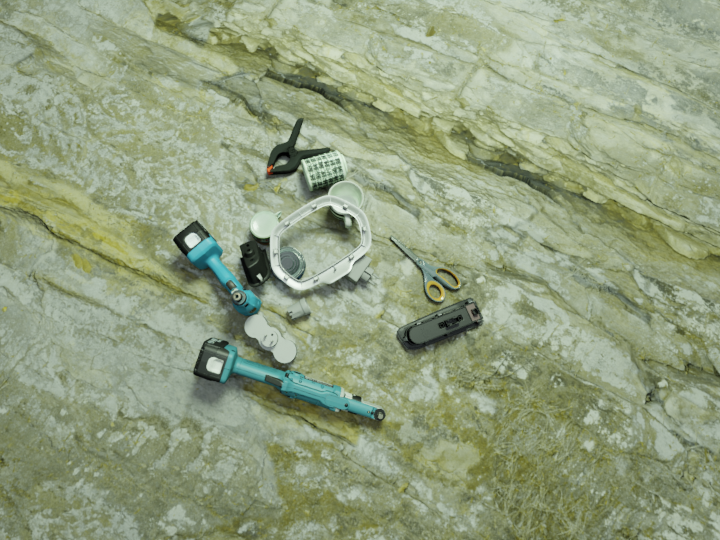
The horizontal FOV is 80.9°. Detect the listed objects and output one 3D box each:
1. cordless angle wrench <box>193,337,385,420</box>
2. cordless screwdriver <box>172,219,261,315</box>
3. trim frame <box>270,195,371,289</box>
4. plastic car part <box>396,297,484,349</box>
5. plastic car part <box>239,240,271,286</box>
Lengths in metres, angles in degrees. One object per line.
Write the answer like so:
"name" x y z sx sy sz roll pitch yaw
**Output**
"cordless angle wrench" -0.149 0.251 0.929 0.423 0.098 0.074 18 86 0
"cordless screwdriver" -0.322 -0.004 0.953 0.074 0.156 0.255 -41 79 -10
"trim frame" -0.095 -0.062 0.971 0.249 0.027 0.184 -31 90 2
"plastic car part" 0.186 0.127 0.966 0.202 0.067 0.067 -21 86 -2
"plastic car part" -0.248 -0.026 0.975 0.065 0.068 0.122 -22 41 -7
